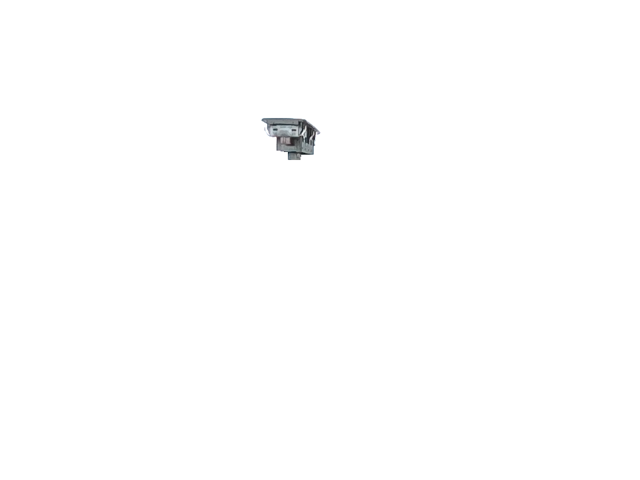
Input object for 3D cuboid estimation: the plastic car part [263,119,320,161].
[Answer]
[{"bbox_3d":[-0.038,-0.169,0.725,0.066,0.067,0.202,-5,11,8],"label":"plastic car part"}]
